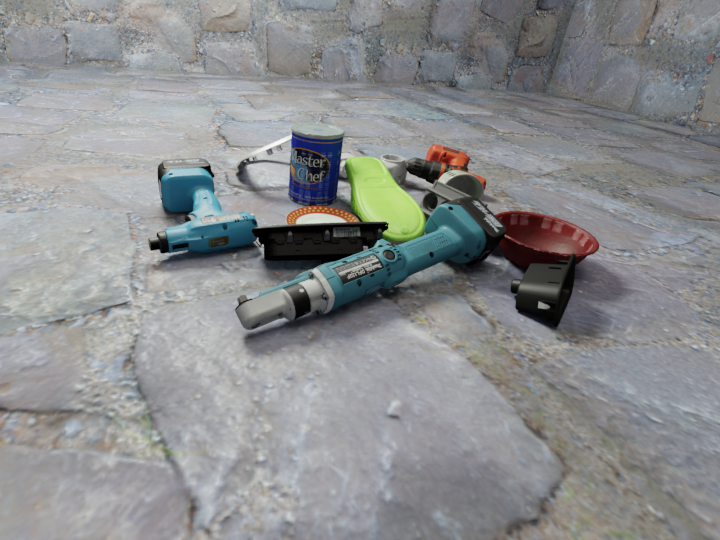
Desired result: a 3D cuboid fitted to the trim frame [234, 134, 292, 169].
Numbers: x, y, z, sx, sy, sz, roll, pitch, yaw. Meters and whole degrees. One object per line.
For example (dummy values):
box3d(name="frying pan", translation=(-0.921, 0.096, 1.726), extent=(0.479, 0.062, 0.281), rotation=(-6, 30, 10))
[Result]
box3d(name="trim frame", translation=(-0.201, -0.272, 0.951), extent=(0.182, 0.027, 0.259), rotation=(-28, 21, -14))

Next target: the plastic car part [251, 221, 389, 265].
box3d(name="plastic car part", translation=(-0.062, -0.041, 0.636), extent=(0.199, 0.067, 0.067), rotation=(2, -5, -11))

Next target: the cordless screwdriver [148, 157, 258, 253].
box3d(name="cordless screwdriver", translation=(-0.289, -0.107, 0.703), extent=(0.154, 0.073, 0.263), rotation=(-14, 39, -30))

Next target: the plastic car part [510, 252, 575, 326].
box3d(name="plastic car part", translation=(0.250, 0.024, 0.587), extent=(0.075, 0.064, 0.114), rotation=(10, 30, 37))

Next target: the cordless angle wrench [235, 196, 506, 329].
box3d(name="cordless angle wrench", translation=(0.030, -0.007, 0.578), extent=(0.410, 0.073, 0.102), rotation=(-21, 63, -31))
